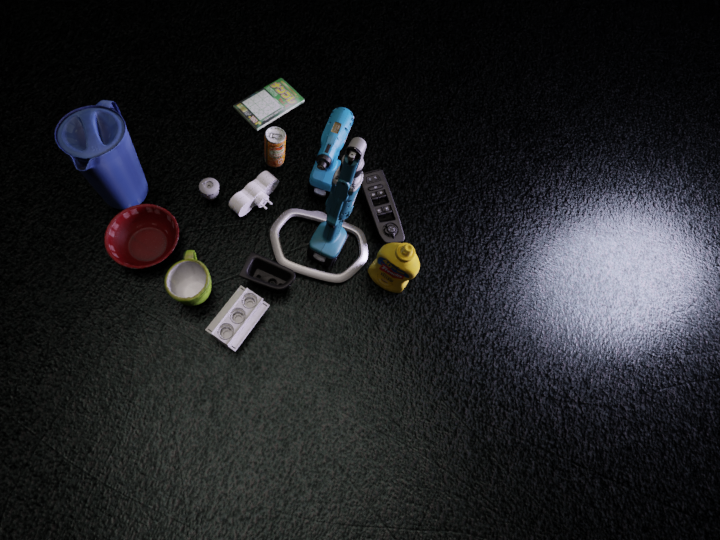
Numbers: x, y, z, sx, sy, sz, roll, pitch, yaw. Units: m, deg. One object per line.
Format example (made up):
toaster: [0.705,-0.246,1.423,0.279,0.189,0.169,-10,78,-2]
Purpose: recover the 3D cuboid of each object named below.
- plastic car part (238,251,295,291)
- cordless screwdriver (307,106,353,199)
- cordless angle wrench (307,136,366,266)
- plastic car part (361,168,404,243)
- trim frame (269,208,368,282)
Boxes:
plastic car part: [-0.209,0.017,0.965,0.117,0.070,0.066,23,66,2]
cordless screwdriver: [-0.079,-0.248,1.002,0.074,0.246,0.161,20,66,-3]
cordless angle wrench: [-0.044,-0.129,0.859,0.075,0.419,0.098,27,66,-1]
plastic car part: [0.051,-0.153,1.074,0.065,0.066,0.209,-13,69,-15]
trim frame: [-0.102,-0.066,1.038,0.248,0.027,0.187,15,65,0]
